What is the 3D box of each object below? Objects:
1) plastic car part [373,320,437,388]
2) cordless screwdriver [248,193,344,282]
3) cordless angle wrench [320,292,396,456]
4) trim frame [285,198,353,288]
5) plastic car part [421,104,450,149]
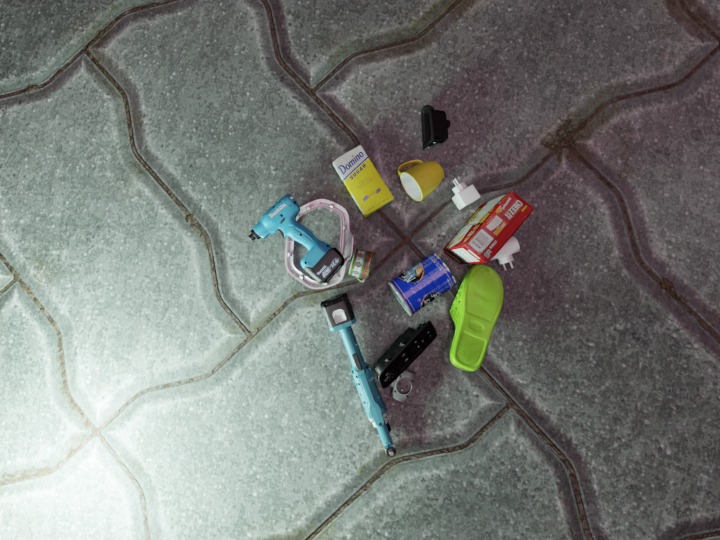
[{"bbox_3d":[0.105,0.206,1.078,0.071,0.063,0.201,27,67,42],"label":"plastic car part"},{"bbox_3d":[-0.169,-0.065,1.114,0.159,0.073,0.254,-42,80,0],"label":"cordless screwdriver"},{"bbox_3d":[0.005,0.270,1.087,0.074,0.097,0.424,-21,88,0],"label":"cordless angle wrench"},{"bbox_3d":[-0.113,-0.074,1.154,0.185,0.027,0.250,5,83,4],"label":"trim frame"},{"bbox_3d":[0.208,-0.393,1.148,0.069,0.067,0.117,3,82,-13],"label":"plastic car part"}]
